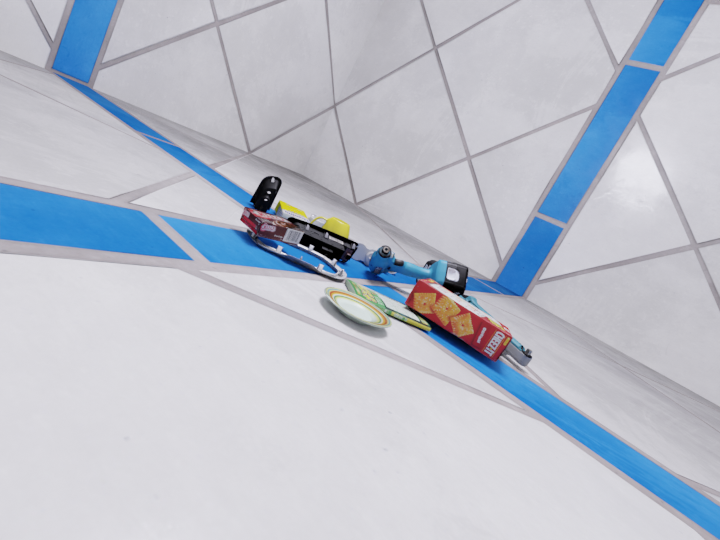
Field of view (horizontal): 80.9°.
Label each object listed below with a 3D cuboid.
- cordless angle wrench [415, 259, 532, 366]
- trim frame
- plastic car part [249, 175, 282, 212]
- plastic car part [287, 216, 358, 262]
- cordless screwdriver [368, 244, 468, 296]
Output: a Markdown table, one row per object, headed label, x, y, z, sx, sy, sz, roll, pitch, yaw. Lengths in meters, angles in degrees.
| label | x | y | z | sx | sy | sz | roll | pitch | yaw |
| --- | --- | --- | --- | --- | --- | --- | --- | --- | --- |
| cordless angle wrench | 0.289 | 0.107 | 1.111 | 0.071 | 0.098 | 0.444 | 21 | 17 | -30 |
| trim frame | -0.140 | -0.042 | 0.951 | 0.243 | 0.027 | 0.189 | 26 | 12 | -13 |
| plastic car part | -0.278 | -0.218 | 1.245 | 0.064 | 0.117 | 0.073 | 24 | 35 | -20 |
| plastic car part | -0.106 | -0.069 | 1.080 | 0.198 | 0.066 | 0.069 | 25 | 37 | -14 |
| cordless screwdriver | 0.150 | -0.005 | 1.090 | 0.250 | 0.075 | 0.157 | 15 | -17 | 2 |
